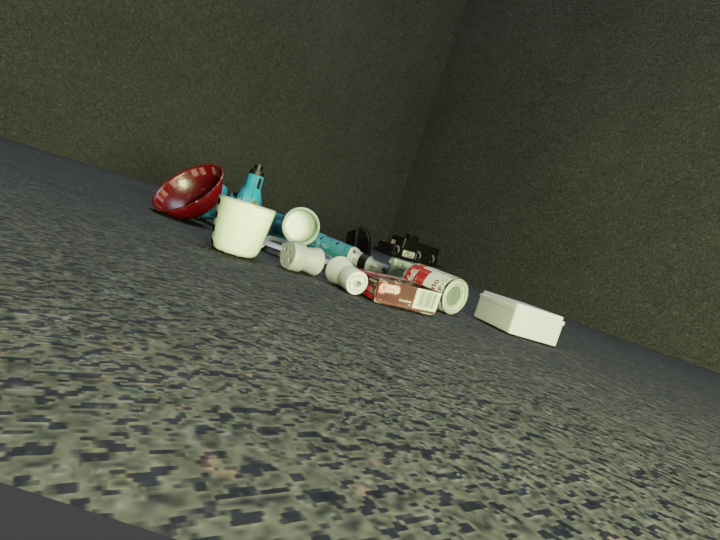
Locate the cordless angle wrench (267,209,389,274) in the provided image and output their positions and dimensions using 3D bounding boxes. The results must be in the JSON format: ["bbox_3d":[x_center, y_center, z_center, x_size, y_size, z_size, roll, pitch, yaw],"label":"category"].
[{"bbox_3d":[-0.109,-0.071,1.113,0.444,0.074,0.093,23,6,29],"label":"cordless angle wrench"}]

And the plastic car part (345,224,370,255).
[{"bbox_3d":[-0.016,-0.063,1.174,0.062,0.118,0.074,16,-20,-42],"label":"plastic car part"}]

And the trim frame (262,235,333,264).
[{"bbox_3d":[-0.137,-0.041,0.884,0.182,0.027,0.253,18,6,-9],"label":"trim frame"}]

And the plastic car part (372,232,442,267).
[{"bbox_3d":[0.121,-0.047,0.982,0.192,0.067,0.070,18,-4,-42],"label":"plastic car part"}]

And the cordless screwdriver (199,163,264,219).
[{"bbox_3d":[-0.311,-0.174,0.968,0.263,0.159,0.070,19,3,42],"label":"cordless screwdriver"}]
